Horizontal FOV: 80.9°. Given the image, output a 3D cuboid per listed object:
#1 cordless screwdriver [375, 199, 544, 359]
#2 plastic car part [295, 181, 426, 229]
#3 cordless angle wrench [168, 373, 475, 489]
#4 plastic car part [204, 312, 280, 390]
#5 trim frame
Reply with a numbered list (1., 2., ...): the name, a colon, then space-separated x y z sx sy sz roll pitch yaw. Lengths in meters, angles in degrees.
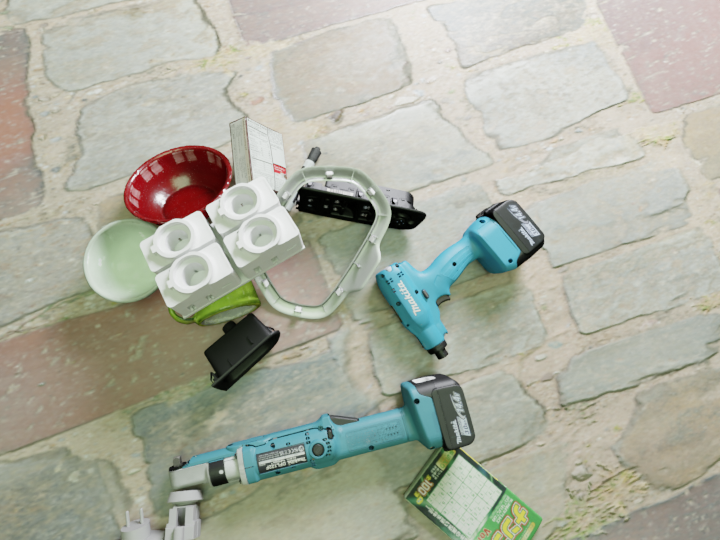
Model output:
1. cordless screwdriver: 0.165 0.011 0.654 0.248 0.074 0.161 -32 84 -5
2. plastic car part: 0.002 -0.110 0.676 0.203 0.065 0.068 14 54 0
3. cordless angle wrench: -0.059 0.244 0.600 0.421 0.074 0.099 -13 82 -4
4. plastic car part: -0.182 0.111 0.624 0.073 0.064 0.116 41 76 16
5. trim frame: -0.062 -0.041 0.634 0.182 0.028 0.248 32 97 -6
